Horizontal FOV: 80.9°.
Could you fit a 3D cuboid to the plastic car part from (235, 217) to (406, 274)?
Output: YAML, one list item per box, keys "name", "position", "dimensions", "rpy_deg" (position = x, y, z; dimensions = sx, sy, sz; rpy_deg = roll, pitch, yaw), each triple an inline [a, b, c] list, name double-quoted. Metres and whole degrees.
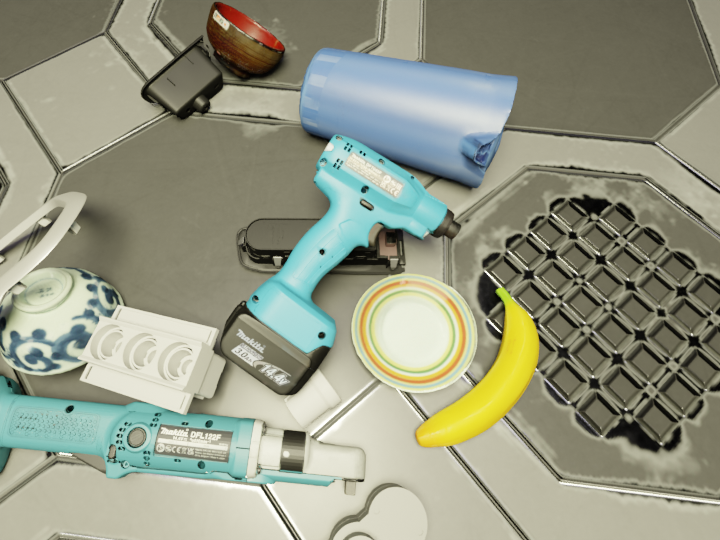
- name: "plastic car part"
  position: [-0.048, -0.031, 0.491]
  dimensions: [0.204, 0.066, 0.067]
  rpy_deg: [-1, 75, 2]

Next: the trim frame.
- name: "trim frame"
  position: [-0.372, 0.005, 0.430]
  dimensions: [0.249, 0.026, 0.194]
  rpy_deg: [-36, 39, 2]

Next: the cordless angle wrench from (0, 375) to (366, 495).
- name: "cordless angle wrench"
  position: [-0.205, 0.160, 0.401]
  dimensions: [0.423, 0.073, 0.100]
  rpy_deg: [6, 67, 0]

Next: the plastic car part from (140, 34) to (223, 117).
- name: "plastic car part"
  position: [-0.237, -0.255, 0.591]
  dimensions: [0.071, 0.066, 0.116]
  rpy_deg: [38, 74, -3]

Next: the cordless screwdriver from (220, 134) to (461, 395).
- name: "cordless screwdriver"
  position: [-0.020, 0.005, 0.426]
  dimensions: [0.158, 0.075, 0.249]
  rpy_deg: [31, 88, -3]
